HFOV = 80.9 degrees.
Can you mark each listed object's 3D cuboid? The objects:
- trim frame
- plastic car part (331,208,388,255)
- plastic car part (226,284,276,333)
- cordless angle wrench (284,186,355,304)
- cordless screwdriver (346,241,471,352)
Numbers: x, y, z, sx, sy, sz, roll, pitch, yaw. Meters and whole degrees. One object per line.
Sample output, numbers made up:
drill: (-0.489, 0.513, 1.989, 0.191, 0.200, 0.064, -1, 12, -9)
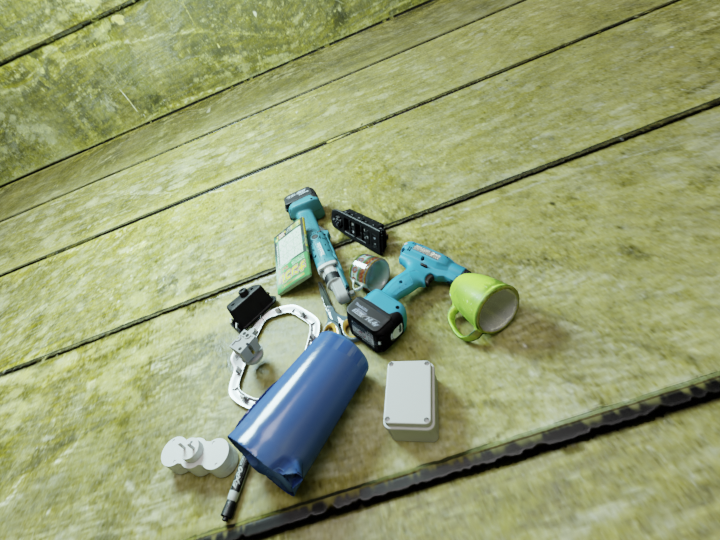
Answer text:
trim frame: (-0.180, 0.167, 0.872, 0.190, 0.026, 0.252, -5, 46, 23)
plastic car part: (0.000, -0.111, 1.047, 0.066, 0.064, 0.215, -34, 40, -27)
plastic car part: (-0.258, 0.075, 0.967, 0.115, 0.068, 0.069, -45, 33, -19)
cordless angle wrench: (-0.102, -0.067, 1.045, 0.098, 0.071, 0.444, -26, 42, -1)
cordless screwdriver: (0.098, 0.051, 0.821, 0.168, 0.071, 0.246, 26, 57, 32)
